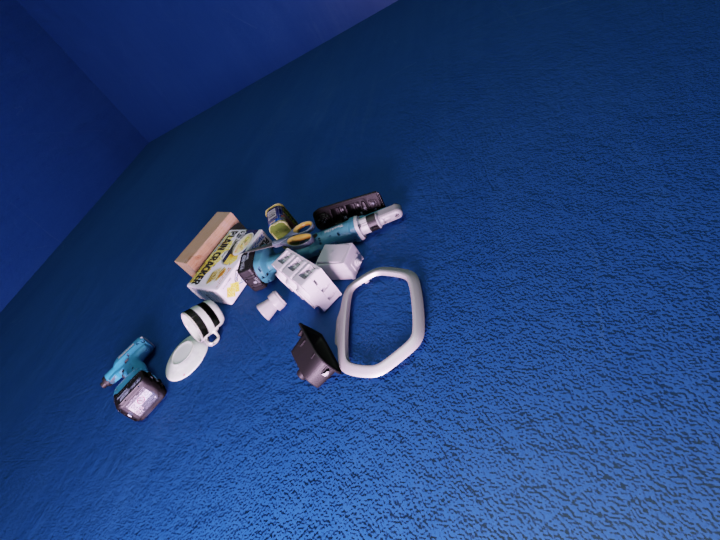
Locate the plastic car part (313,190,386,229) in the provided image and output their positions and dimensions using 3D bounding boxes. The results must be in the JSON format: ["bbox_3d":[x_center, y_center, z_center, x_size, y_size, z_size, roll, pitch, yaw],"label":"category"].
[{"bbox_3d":[-0.029,-0.154,1.053,0.210,0.063,0.067,-13,33,30],"label":"plastic car part"}]

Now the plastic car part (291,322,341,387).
[{"bbox_3d":[-0.091,0.165,0.777,0.071,0.062,0.123,-48,38,10],"label":"plastic car part"}]

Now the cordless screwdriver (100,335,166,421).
[{"bbox_3d":[-0.569,0.275,1.037,0.158,0.071,0.262,-46,34,-11],"label":"cordless screwdriver"}]

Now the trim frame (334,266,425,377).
[{"bbox_3d":[0.030,0.086,0.781,0.189,0.026,0.256,-20,42,21],"label":"trim frame"}]

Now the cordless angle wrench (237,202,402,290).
[{"bbox_3d":[-0.099,-0.065,1.014,0.432,0.070,0.101,-20,40,19],"label":"cordless angle wrench"}]
